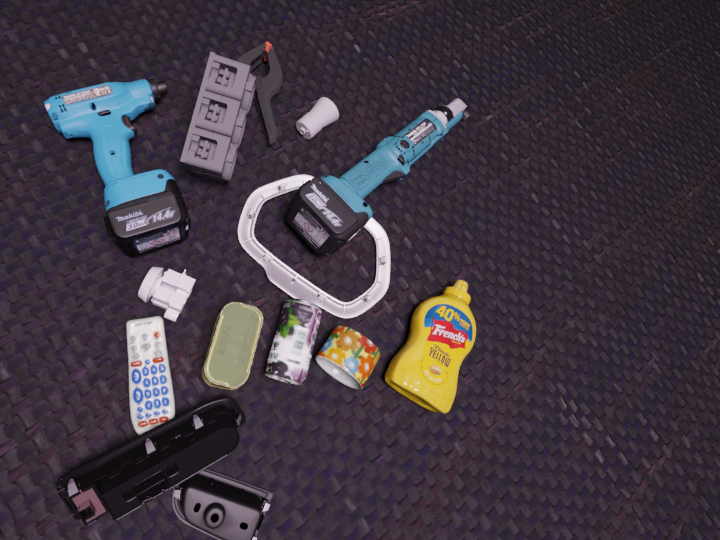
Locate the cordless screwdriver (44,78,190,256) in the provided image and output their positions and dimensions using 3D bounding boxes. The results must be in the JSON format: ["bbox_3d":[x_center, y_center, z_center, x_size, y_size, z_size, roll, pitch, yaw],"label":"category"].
[{"bbox_3d":[-0.301,-0.153,0.574,0.156,0.074,0.254,-26,78,-22],"label":"cordless screwdriver"}]

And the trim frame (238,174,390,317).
[{"bbox_3d":[-0.061,-0.040,0.629,0.247,0.028,0.184,37,68,-4],"label":"trim frame"}]

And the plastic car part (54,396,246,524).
[{"bbox_3d":[-0.220,0.212,0.472,0.198,0.070,0.064,-27,111,-27],"label":"plastic car part"}]

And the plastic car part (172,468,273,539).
[{"bbox_3d":[-0.158,0.271,0.475,0.114,0.072,0.066,27,67,-11],"label":"plastic car part"}]

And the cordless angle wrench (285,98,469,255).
[{"bbox_3d":[0.058,-0.183,0.675,0.098,0.075,0.417,45,59,1],"label":"cordless angle wrench"}]
